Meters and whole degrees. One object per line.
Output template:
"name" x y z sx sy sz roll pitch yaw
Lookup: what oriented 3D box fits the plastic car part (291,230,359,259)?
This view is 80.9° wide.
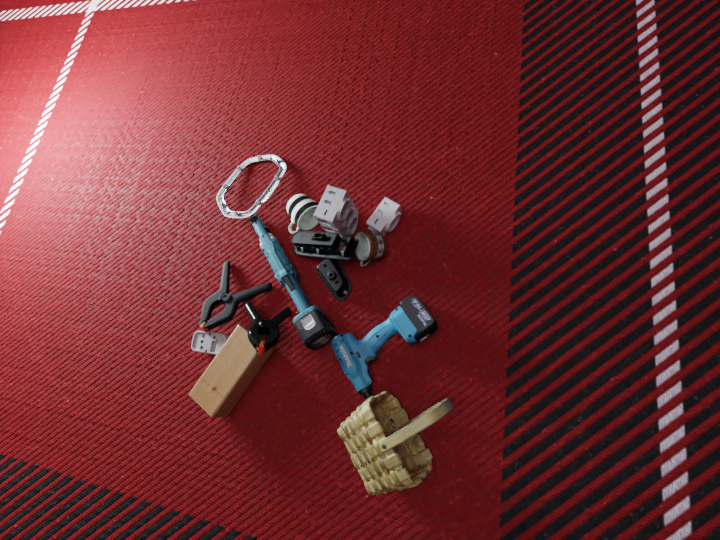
"plastic car part" -0.108 -0.070 1.102 0.213 0.063 0.067 4 64 40

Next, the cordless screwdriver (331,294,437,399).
"cordless screwdriver" 0.066 0.177 0.994 0.250 0.071 0.165 -32 67 7

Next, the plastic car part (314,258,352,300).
"plastic car part" -0.071 0.015 1.088 0.066 0.068 0.122 -36 64 1

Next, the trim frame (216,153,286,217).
"trim frame" -0.324 -0.256 1.252 0.193 0.026 0.248 22 67 27

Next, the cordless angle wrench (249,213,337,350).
"cordless angle wrench" -0.199 0.008 1.123 0.074 0.093 0.442 -34 62 1
